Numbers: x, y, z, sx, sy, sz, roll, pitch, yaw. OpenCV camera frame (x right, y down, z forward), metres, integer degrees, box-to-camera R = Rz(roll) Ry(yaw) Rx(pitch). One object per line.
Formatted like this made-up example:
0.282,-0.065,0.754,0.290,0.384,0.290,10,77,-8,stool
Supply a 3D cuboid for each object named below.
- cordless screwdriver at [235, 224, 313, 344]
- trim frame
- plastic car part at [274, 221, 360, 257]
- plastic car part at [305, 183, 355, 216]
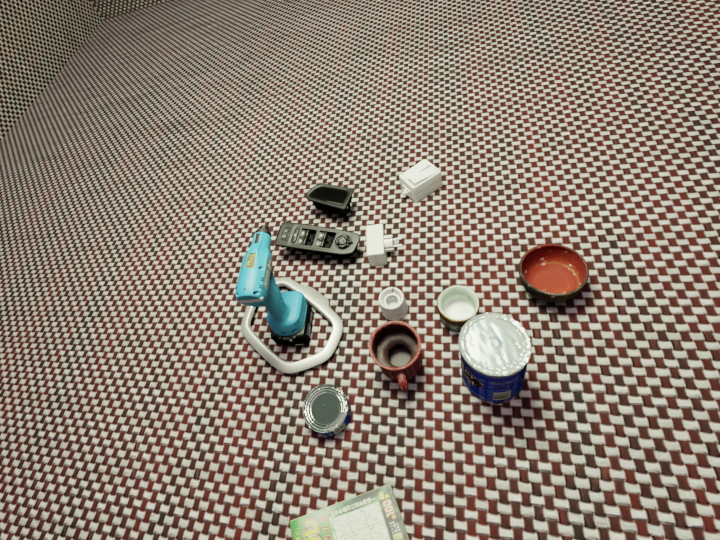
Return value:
-0.164,0.038,0.833,0.076,0.237,0.163,-6,55,12,cordless screwdriver
-0.151,0.111,0.911,0.262,0.026,0.183,32,71,34,trim frame
-0.097,-0.063,0.990,0.211,0.064,0.067,7,59,23,plastic car part
-0.071,-0.169,1.053,0.122,0.067,0.066,15,62,27,plastic car part
